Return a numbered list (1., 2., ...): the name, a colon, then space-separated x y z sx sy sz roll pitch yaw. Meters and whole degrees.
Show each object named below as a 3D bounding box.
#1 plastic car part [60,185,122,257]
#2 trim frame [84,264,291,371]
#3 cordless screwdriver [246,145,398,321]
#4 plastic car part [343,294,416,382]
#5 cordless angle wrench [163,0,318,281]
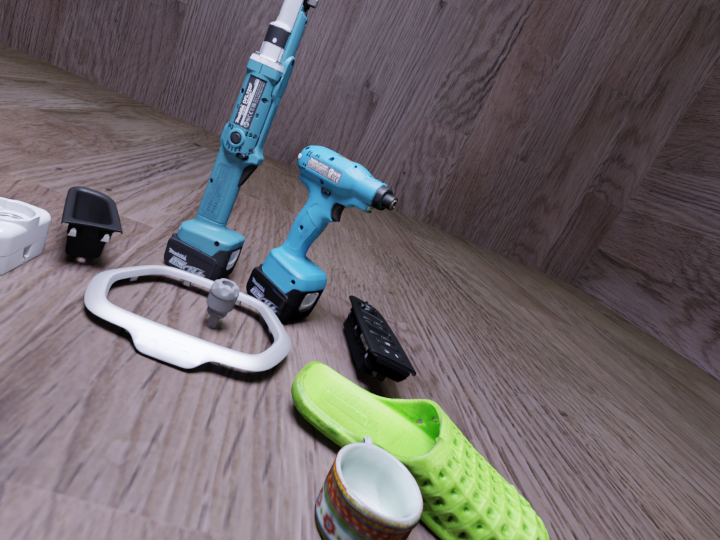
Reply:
1. plastic car part: -0.358 -0.056 0.553 0.062 0.070 0.123 13 20 -38
2. trim frame: -0.201 0.052 0.512 0.246 0.027 0.187 22 16 -7
3. cordless screwdriver: -0.059 -0.039 0.602 0.167 0.247 0.071 35 18 29
4. plastic car part: 0.014 0.098 0.601 0.065 0.067 0.209 21 17 -15
5. cordless angle wrench: -0.165 -0.184 0.599 0.099 0.421 0.074 27 15 5
